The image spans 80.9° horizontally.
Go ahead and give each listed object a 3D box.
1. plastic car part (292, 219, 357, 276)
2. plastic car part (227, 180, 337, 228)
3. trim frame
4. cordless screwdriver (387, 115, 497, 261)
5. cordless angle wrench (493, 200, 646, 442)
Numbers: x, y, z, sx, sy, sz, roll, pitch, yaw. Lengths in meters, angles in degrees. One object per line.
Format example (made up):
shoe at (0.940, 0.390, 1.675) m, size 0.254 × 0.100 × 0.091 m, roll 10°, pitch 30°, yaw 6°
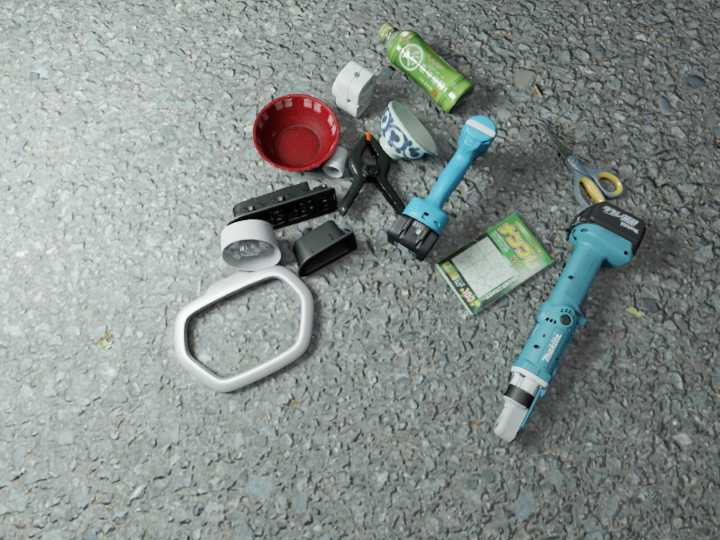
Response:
plastic car part at (-0.073, -0.048, 0.746) m, size 0.116 × 0.063 × 0.074 m, roll -27°, pitch 63°, yaw -4°
plastic car part at (-0.147, -0.116, 0.761) m, size 0.202 × 0.064 × 0.069 m, roll -22°, pitch 68°, yaw -5°
trim frame at (-0.196, 0.093, 0.720) m, size 0.247 × 0.027 × 0.188 m, roll -27°, pitch 78°, yaw -4°
cordless screwdriver at (0.144, -0.137, 0.738) m, size 0.076 × 0.156 × 0.248 m, roll 33°, pitch 93°, yaw 7°
cordless angle wrench at (0.326, 0.083, 0.694) m, size 0.100 × 0.073 × 0.423 m, roll 31°, pitch 79°, yaw 7°
